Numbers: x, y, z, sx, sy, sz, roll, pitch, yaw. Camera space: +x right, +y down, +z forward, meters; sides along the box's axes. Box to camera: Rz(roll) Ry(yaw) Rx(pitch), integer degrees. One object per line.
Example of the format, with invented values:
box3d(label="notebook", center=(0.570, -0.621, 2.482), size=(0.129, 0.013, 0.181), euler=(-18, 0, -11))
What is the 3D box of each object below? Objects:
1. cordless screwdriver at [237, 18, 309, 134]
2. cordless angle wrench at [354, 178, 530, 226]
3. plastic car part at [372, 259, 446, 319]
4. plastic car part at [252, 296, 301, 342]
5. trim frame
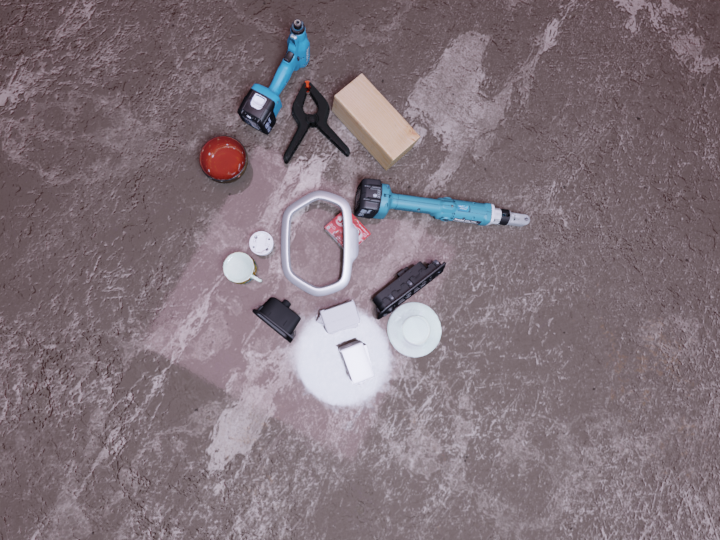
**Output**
box3d(label="cordless screwdriver", center=(-0.196, -0.456, 0.997), size=(0.074, 0.159, 0.249), euler=(30, 84, -4))
box3d(label="cordless angle wrench", center=(0.201, -0.146, 1.008), size=(0.419, 0.098, 0.075), euler=(7, 81, -5))
box3d(label="plastic car part", center=(0.106, 0.036, 0.992), size=(0.202, 0.065, 0.069), euler=(-41, 79, -7))
box3d(label="plastic car part", center=(-0.184, 0.103, 0.976), size=(0.118, 0.066, 0.070), euler=(40, 67, 5))
box3d(label="trim frame", center=(-0.097, -0.064, 0.993), size=(0.187, 0.027, 0.249), euler=(0, 88, 10))
